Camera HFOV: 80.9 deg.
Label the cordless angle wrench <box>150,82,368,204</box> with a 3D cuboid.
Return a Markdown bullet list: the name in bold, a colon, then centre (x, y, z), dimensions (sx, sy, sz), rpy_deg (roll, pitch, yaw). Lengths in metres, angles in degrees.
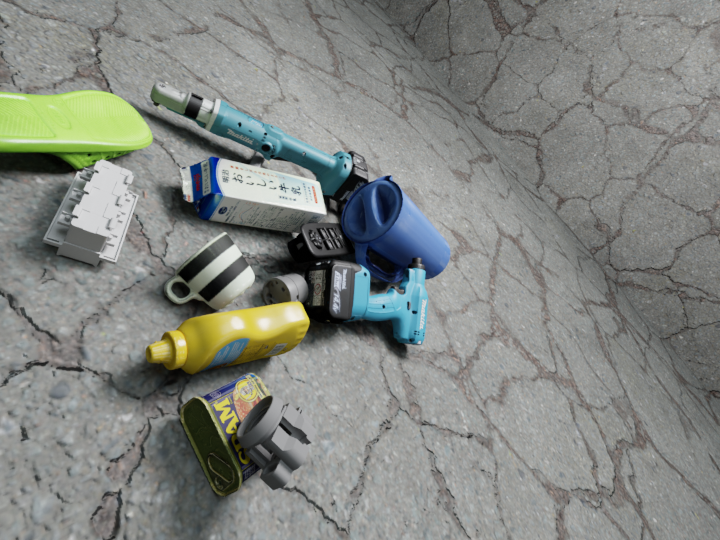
- **cordless angle wrench**: centre (-0.176, -0.244, 0.795), dimensions (0.404, 0.099, 0.077), rpy_deg (20, 46, -26)

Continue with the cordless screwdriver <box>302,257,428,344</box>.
- **cordless screwdriver**: centre (0.024, 0.031, 0.718), dimensions (0.236, 0.077, 0.161), rpy_deg (18, 73, -36)

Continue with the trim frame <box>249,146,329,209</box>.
- **trim frame**: centre (-0.137, -0.184, 0.866), dimensions (0.179, 0.028, 0.253), rpy_deg (33, 35, -16)

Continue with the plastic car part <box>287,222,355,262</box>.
- **plastic car part**: centre (-0.072, -0.047, 0.734), dimensions (0.198, 0.068, 0.067), rpy_deg (-15, 83, -76)

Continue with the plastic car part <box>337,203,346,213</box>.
- **plastic car part**: centre (-0.014, -0.131, 0.915), dimensions (0.069, 0.066, 0.120), rpy_deg (16, 46, -15)
